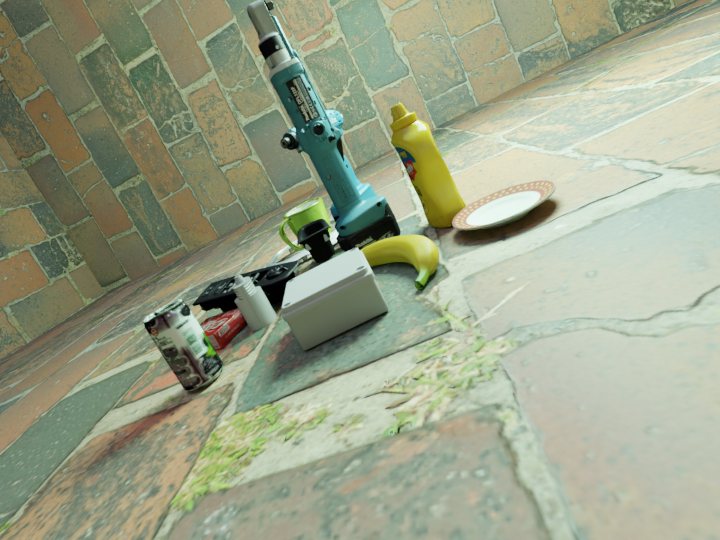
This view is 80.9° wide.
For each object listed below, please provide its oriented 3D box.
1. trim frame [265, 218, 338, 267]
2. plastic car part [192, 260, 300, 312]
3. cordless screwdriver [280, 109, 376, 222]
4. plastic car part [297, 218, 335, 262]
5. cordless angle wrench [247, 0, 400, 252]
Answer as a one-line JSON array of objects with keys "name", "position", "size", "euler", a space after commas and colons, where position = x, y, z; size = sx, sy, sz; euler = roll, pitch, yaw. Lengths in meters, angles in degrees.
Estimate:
[{"name": "trim frame", "position": [-0.107, -0.063, 0.946], "size": [0.245, 0.027, 0.191], "euler": [-33, 17, -16]}, {"name": "plastic car part", "position": [-0.181, 0.036, 0.696], "size": [0.209, 0.066, 0.066], "euler": [-19, 16, 29]}, {"name": "cordless screwdriver", "position": [-0.048, -0.173, 0.802], "size": [0.077, 0.244, 0.156], "euler": [-16, 17, 43]}, {"name": "plastic car part", "position": [-0.077, -0.050, 0.785], "size": [0.066, 0.069, 0.119], "euler": [-28, 15, -1]}, {"name": "cordless angle wrench", "position": [-0.070, -0.220, 0.674], "size": [0.097, 0.415, 0.076], "euler": [-29, 11, -9]}]
